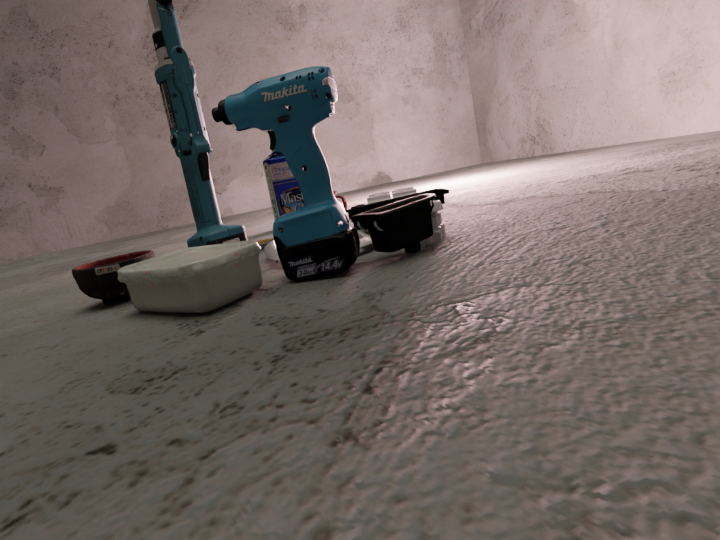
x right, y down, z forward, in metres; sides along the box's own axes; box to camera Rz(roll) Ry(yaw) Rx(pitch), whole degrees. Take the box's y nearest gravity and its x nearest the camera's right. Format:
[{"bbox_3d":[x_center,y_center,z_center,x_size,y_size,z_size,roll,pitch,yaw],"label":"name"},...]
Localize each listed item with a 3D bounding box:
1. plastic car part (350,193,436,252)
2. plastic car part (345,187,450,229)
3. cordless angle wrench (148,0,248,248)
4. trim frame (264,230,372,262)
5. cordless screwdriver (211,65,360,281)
[{"bbox_3d":[0.057,-0.057,0.556,0.113,0.070,0.069,-18,13,-29],"label":"plastic car part"},{"bbox_3d":[0.060,-0.107,0.778,0.212,0.066,0.064,-2,13,34],"label":"plastic car part"},{"bbox_3d":[-0.253,-0.195,0.633,0.072,0.418,0.103,-19,12,-43],"label":"cordless angle wrench"},{"bbox_3d":[-0.070,-0.045,0.711,0.181,0.027,0.256,-14,13,-12],"label":"trim frame"},{"bbox_3d":[-0.091,-0.113,0.532,0.163,0.246,0.073,-8,9,16],"label":"cordless screwdriver"}]
